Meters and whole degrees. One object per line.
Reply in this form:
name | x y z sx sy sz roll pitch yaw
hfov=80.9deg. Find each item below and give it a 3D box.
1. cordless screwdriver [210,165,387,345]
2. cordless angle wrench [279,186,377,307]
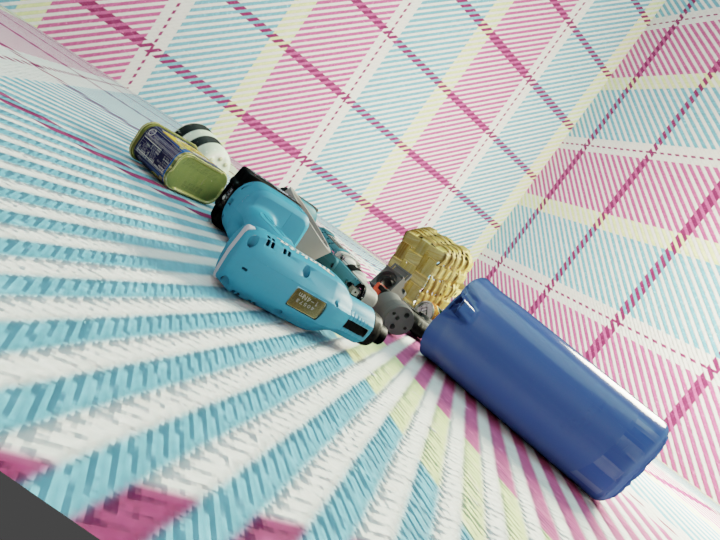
cordless screwdriver | -0.073 -0.020 0.433 0.152 0.074 0.260 32 9 -29
cordless angle wrench | -0.071 -0.047 0.728 0.093 0.074 0.444 31 8 -32
